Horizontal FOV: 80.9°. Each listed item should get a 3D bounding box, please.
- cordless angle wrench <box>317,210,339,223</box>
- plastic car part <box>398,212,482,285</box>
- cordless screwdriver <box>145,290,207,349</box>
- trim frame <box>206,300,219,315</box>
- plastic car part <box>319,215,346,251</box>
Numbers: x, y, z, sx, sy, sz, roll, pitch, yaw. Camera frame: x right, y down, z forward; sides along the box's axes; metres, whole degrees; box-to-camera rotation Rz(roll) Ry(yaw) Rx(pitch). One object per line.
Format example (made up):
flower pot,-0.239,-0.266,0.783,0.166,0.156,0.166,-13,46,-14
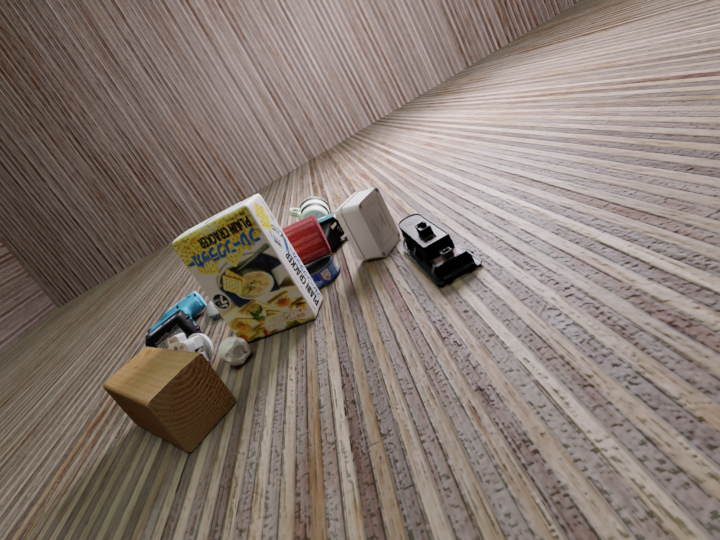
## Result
cordless angle wrench,-0.137,-0.089,1.043,0.436,0.072,0.098,-16,24,29
plastic car part,0.100,-0.044,0.644,0.066,0.065,0.208,-37,18,3
cordless screwdriver,-0.417,0.132,0.924,0.158,0.072,0.257,-39,18,-8
trim frame,-0.256,0.035,0.983,0.253,0.027,0.187,-26,23,17
plastic car part,-0.092,-0.060,0.940,0.120,0.063,0.072,-21,35,33
